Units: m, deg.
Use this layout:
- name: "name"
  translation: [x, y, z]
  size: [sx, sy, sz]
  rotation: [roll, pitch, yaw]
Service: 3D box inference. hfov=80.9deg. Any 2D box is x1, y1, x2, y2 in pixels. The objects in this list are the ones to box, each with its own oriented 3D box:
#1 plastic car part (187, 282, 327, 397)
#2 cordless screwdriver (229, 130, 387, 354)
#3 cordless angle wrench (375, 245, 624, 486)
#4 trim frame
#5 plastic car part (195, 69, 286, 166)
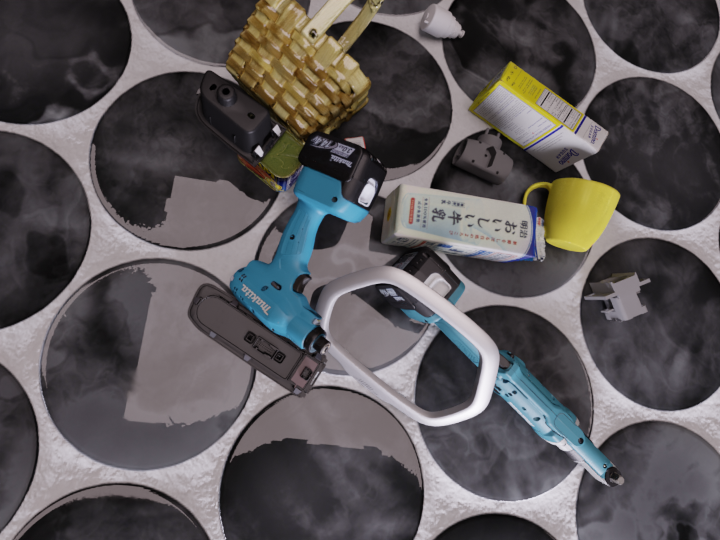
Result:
- name: "plastic car part"
  translation: [-0.141, 0.091, 0.554]
  size: [0.204, 0.067, 0.066]
  rotation: [34, 85, 1]
- name: "cordless screwdriver"
  translation: [-0.051, -0.033, 0.521]
  size: [0.167, 0.071, 0.248]
  rotation: [34, 98, 28]
- name: "cordless angle wrench"
  translation: [0.200, 0.142, 0.580]
  size: [0.420, 0.099, 0.074]
  rotation: [45, 77, -3]
- name: "trim frame"
  translation: [0.052, 0.098, 0.537]
  size: [0.250, 0.027, 0.184]
  rotation: [38, 117, 3]
- name: "plastic car part"
  translation: [-0.152, -0.192, 0.507]
  size: [0.116, 0.072, 0.066]
  rotation: [38, 77, -5]
